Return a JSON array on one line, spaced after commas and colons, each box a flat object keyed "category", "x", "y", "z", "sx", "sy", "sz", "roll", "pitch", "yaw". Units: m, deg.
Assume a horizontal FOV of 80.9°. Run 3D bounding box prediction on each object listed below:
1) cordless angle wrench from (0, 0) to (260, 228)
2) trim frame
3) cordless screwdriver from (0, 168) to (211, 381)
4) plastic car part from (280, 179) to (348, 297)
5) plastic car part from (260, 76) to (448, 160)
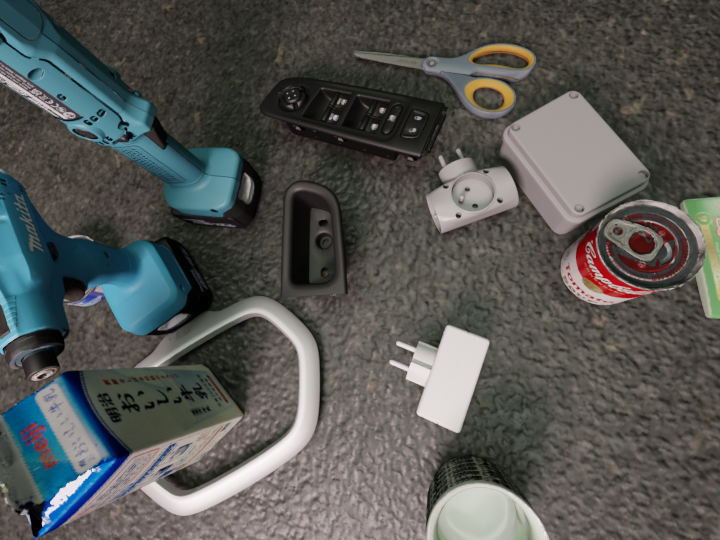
[{"category": "cordless angle wrench", "x": -0.199, "y": -0.127, "z": 0.321, "sx": 0.100, "sy": 0.409, "sz": 0.075, "roll": 7, "pitch": 80, "yaw": 11}, {"category": "trim frame", "x": -0.154, "y": 0.134, "z": 0.446, "sx": 0.249, "sy": 0.026, "sz": 0.190, "roll": -33, "pitch": 71, "yaw": 4}, {"category": "cordless screwdriver", "x": -0.223, "y": 0.020, "z": 0.379, "sx": 0.074, "sy": 0.241, "sz": 0.164, "roll": -35, "pitch": 74, "yaw": 1}, {"category": "plastic car part", "x": -0.043, "y": -0.028, "z": 0.437, "sx": 0.067, "sy": 0.068, "sz": 0.118, "roll": -5, "pitch": 76, "yaw": 11}, {"category": "plastic car part", "x": -0.013, "y": -0.166, "z": 0.467, "sx": 0.210, "sy": 0.065, "sz": 0.066, "roll": 22, "pitch": 83, "yaw": 18}]
